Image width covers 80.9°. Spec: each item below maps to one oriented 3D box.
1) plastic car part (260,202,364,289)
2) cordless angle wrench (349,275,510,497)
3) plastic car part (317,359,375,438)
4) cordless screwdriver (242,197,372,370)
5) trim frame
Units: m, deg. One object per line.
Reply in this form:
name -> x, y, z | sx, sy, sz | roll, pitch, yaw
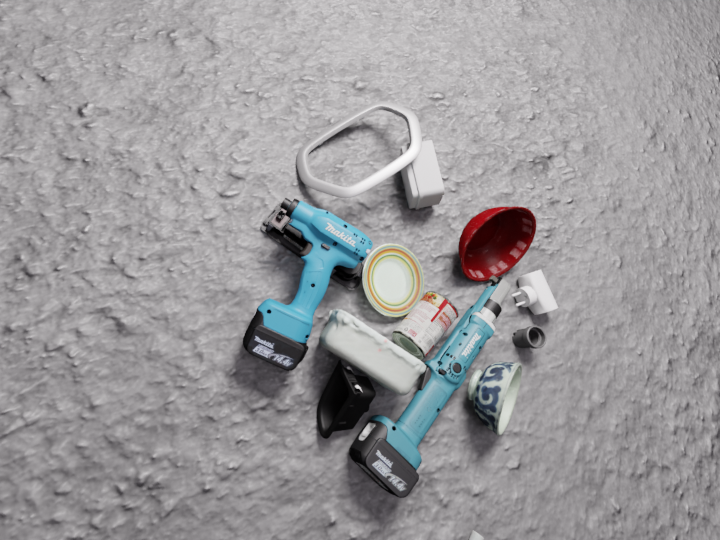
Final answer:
plastic car part -> -0.072, -0.047, 0.738 | 0.202, 0.067, 0.066 | 38, 61, -3
cordless angle wrench -> 0.147, 0.167, 0.717 | 0.098, 0.075, 0.420 | 42, 66, -1
plastic car part -> -0.017, 0.205, 0.658 | 0.068, 0.115, 0.069 | 8, 30, -27
cordless screwdriver -> -0.106, 0.017, 0.666 | 0.158, 0.075, 0.249 | 31, 84, -5
trim frame -> -0.003, -0.229, 0.788 | 0.248, 0.026, 0.192 | -35, 63, -4
